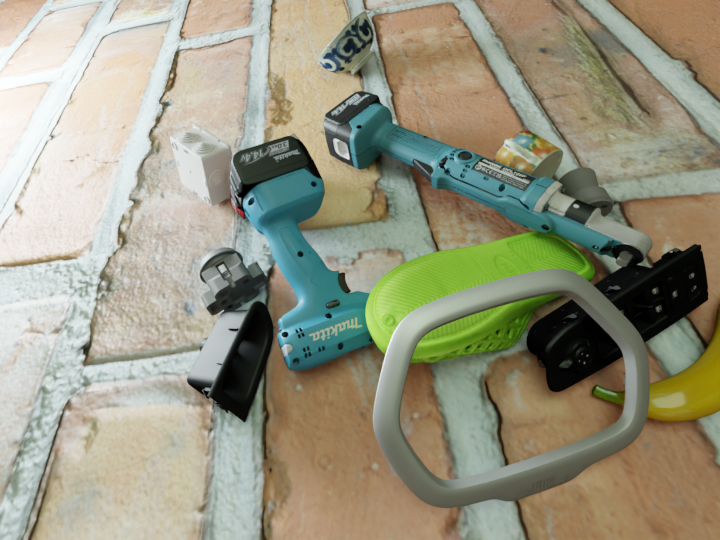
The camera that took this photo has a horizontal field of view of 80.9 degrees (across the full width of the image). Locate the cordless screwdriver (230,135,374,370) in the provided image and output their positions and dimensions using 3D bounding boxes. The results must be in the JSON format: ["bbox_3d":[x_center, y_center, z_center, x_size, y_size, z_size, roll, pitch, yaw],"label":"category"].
[{"bbox_3d":[-0.047,-0.031,0.480,0.156,0.074,0.255,-18,75,-17],"label":"cordless screwdriver"}]

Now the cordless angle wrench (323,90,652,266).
[{"bbox_3d":[0.128,-0.124,0.536,0.446,0.071,0.097,34,66,33],"label":"cordless angle wrench"}]

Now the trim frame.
[{"bbox_3d":[0.130,0.100,0.358,0.246,0.028,0.185,-16,86,-8],"label":"trim frame"}]

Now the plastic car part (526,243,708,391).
[{"bbox_3d":[0.245,0.040,0.417,0.200,0.064,0.070,-30,29,-15],"label":"plastic car part"}]

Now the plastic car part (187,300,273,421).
[{"bbox_3d":[-0.145,0.092,0.459,0.073,0.062,0.118,-5,50,22],"label":"plastic car part"}]
